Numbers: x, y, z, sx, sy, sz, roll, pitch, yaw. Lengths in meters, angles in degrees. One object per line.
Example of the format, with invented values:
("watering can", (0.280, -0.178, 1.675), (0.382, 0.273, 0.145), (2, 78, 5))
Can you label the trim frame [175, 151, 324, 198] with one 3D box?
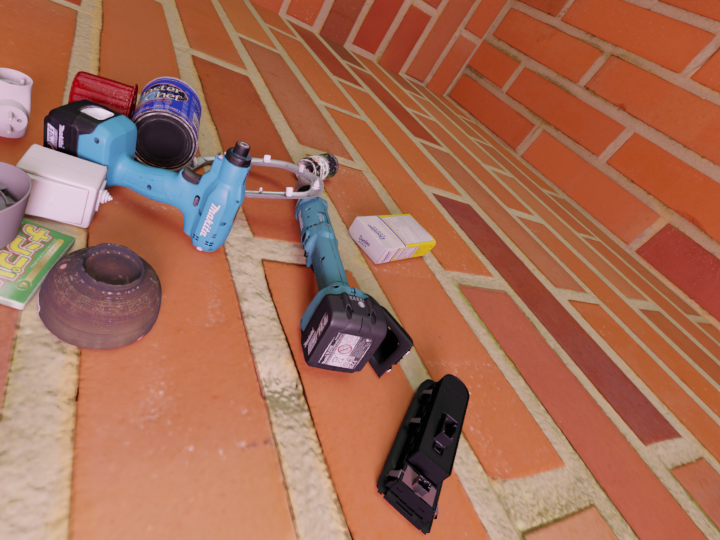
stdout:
("trim frame", (-0.181, -0.160, 0.713), (0.241, 0.027, 0.193), (0, 34, -21))

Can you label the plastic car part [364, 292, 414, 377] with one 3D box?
("plastic car part", (0.030, 0.082, 0.593), (0.067, 0.066, 0.123), (20, 26, -50))

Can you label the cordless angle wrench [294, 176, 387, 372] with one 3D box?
("cordless angle wrench", (-0.064, -0.042, 0.651), (0.071, 0.097, 0.442), (14, 32, -25))

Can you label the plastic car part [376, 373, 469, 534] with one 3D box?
("plastic car part", (0.085, 0.185, 0.491), (0.068, 0.066, 0.200), (31, 28, 8))

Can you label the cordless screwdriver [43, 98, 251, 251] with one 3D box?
("cordless screwdriver", (-0.265, -0.140, 0.540), (0.246, 0.159, 0.075), (28, 31, -5))
